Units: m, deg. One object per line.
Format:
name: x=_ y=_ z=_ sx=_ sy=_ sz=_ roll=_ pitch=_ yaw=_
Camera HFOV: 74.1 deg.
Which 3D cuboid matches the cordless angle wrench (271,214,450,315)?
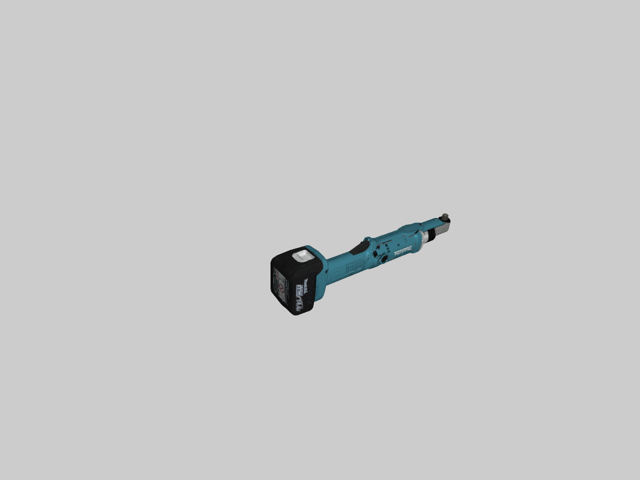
cordless angle wrench: x=0.105 y=0.022 z=0.816 sx=0.422 sy=0.098 sz=0.074 roll=-18 pitch=39 yaw=-31
